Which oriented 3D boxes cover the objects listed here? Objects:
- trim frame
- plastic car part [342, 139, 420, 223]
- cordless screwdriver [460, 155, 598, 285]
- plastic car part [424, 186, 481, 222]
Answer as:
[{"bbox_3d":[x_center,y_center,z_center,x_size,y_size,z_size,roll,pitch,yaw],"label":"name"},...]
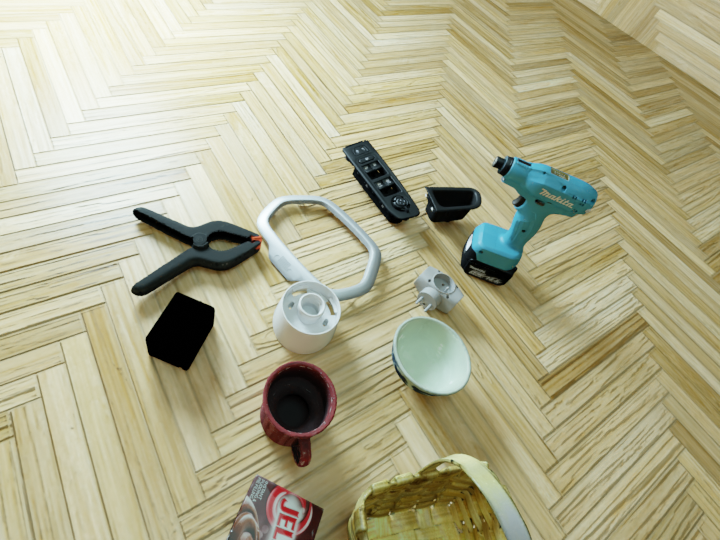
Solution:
[{"bbox_3d":[-0.074,-0.048,0.752,0.180,0.027,0.257,-32,68,-33],"label":"trim frame"},{"bbox_3d":[0.036,-0.169,0.850,0.064,0.066,0.211,-22,63,-31],"label":"plastic car part"},{"bbox_3d":[0.252,-0.085,0.735,0.160,0.247,0.075,26,51,-1],"label":"cordless screwdriver"},{"bbox_3d":[0.181,-0.127,0.859,0.113,0.070,0.068,-2,56,-19],"label":"plastic car part"}]
